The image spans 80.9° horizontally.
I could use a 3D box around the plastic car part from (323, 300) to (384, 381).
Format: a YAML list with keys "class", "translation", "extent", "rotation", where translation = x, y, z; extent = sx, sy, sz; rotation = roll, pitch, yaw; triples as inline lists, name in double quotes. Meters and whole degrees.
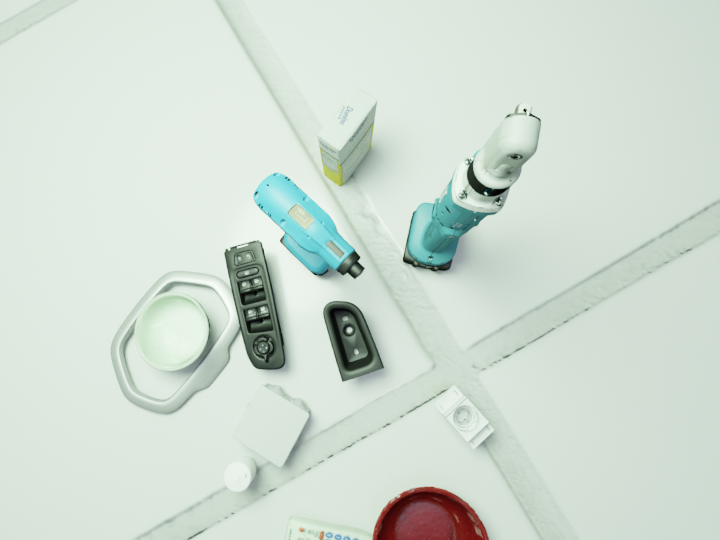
- class: "plastic car part"
  translation: [-0.016, 0.102, 0.658]
  extent: [0.066, 0.070, 0.118]
  rotation: [-19, 80, -1]

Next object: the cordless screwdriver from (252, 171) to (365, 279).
- class: "cordless screwdriver"
  translation: [-0.058, -0.038, 0.598]
  extent: [0.162, 0.245, 0.074]
  rotation: [43, 85, 6]

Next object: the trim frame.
- class: "trim frame"
  translation: [-0.307, 0.115, 0.704]
  extent: [0.188, 0.027, 0.248]
  rotation: [36, 85, 10]

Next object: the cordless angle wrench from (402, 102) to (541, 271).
- class: "cordless angle wrench"
  translation: [0.114, -0.070, 0.501]
  extent: [0.075, 0.417, 0.098]
  rotation: [13, 83, 1]

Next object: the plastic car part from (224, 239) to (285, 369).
- class: "plastic car part"
  translation: [-0.165, 0.058, 0.681]
  extent: [0.066, 0.066, 0.206]
  rotation: [-14, 79, 0]
